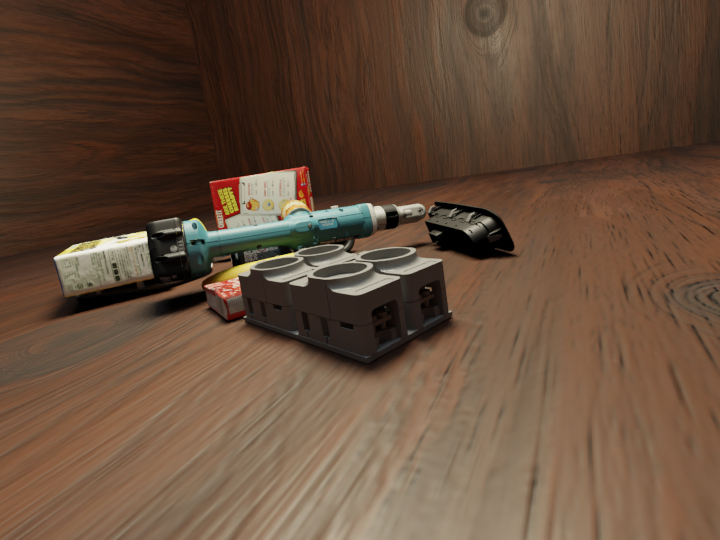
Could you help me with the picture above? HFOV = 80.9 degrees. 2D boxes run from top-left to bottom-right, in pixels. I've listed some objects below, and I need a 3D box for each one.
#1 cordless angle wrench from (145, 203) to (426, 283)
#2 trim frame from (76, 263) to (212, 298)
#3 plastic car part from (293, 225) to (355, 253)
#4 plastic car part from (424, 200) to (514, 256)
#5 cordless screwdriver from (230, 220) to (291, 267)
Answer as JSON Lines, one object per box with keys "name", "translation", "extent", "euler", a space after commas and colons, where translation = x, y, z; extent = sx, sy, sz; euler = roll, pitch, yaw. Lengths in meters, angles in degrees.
{"name": "cordless angle wrench", "translation": [-0.088, -0.058, 0.631], "extent": [0.413, 0.075, 0.099], "euler": [-11, -5, -18]}
{"name": "trim frame", "translation": [-0.391, 0.011, 0.768], "extent": [0.252, 0.027, 0.184], "euler": [-9, 12, 8]}
{"name": "plastic car part", "translation": [-0.072, -0.047, 0.734], "extent": [0.112, 0.066, 0.073], "euler": [-13, -2, -32]}
{"name": "plastic car part", "translation": [0.144, -0.061, 0.620], "extent": [0.066, 0.065, 0.209], "euler": [-22, 15, -12]}
{"name": "cordless screwdriver", "translation": [-0.211, -0.043, 0.777], "extent": [0.157, 0.073, 0.255], "euler": [-12, 9, -12]}
